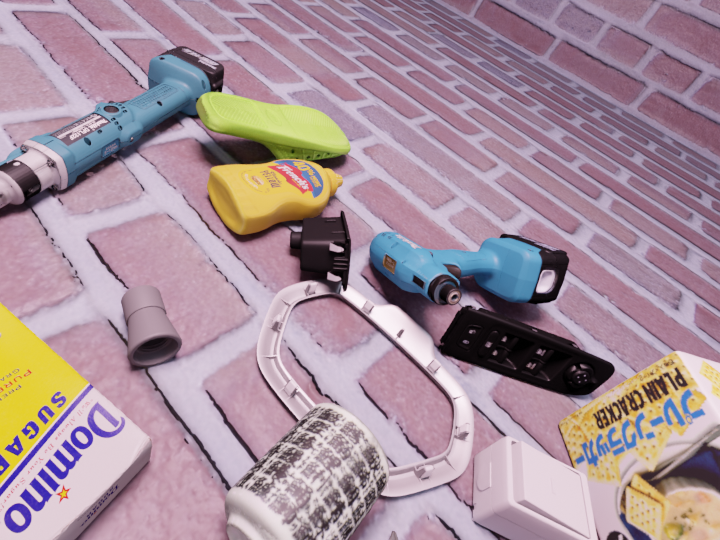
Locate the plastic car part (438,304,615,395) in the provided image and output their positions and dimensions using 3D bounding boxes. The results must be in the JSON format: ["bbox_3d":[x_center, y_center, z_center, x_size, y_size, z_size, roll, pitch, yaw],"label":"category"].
[{"bbox_3d":[0.194,0.093,0.505,0.202,0.066,0.068,21,17,-3],"label":"plastic car part"}]

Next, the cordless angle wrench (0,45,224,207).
[{"bbox_3d":[-0.315,-0.182,0.535,0.098,0.074,0.426,25,44,-2],"label":"cordless angle wrench"}]

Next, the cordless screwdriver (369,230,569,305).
[{"bbox_3d":[0.150,0.002,0.523,0.240,0.073,0.167,2,19,-22],"label":"cordless screwdriver"}]

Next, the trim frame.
[{"bbox_3d":[0.007,0.100,0.429,0.257,0.027,0.179,39,42,18],"label":"trim frame"}]

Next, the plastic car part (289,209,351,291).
[{"bbox_3d":[-0.050,-0.033,0.510,0.070,0.064,0.120,1,26,-9],"label":"plastic car part"}]
